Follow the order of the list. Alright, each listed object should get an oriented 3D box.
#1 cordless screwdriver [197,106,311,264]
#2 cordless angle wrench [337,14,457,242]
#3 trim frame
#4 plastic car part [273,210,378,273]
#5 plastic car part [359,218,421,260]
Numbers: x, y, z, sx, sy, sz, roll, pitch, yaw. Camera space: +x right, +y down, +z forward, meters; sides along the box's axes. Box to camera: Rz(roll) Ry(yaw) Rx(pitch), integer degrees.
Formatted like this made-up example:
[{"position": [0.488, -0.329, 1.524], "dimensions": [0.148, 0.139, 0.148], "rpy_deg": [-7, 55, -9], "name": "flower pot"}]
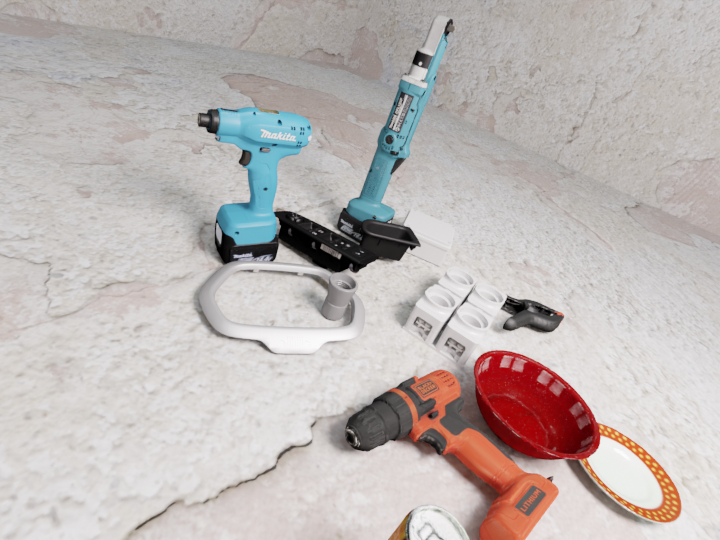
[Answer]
[{"position": [-0.178, -0.123, 0.639], "dimensions": [0.152, 0.246, 0.078], "rpy_deg": [-2, 38, -33], "name": "cordless screwdriver"}, {"position": [0.066, -0.244, 0.788], "dimensions": [0.102, 0.418, 0.072], "rpy_deg": [33, 32, 18], "name": "cordless angle wrench"}, {"position": [-0.110, 0.046, 0.622], "dimensions": [0.240, 0.027, 0.193], "rpy_deg": [5, 34, -21], "name": "trim frame"}, {"position": [-0.073, -0.048, 0.748], "dimensions": [0.212, 0.066, 0.064], "rpy_deg": [33, 33, 22], "name": "plastic car part"}, {"position": [0.043, -0.052, 0.810], "dimensions": [0.113, 0.070, 0.069], "rpy_deg": [8, 33, -18], "name": "plastic car part"}]
